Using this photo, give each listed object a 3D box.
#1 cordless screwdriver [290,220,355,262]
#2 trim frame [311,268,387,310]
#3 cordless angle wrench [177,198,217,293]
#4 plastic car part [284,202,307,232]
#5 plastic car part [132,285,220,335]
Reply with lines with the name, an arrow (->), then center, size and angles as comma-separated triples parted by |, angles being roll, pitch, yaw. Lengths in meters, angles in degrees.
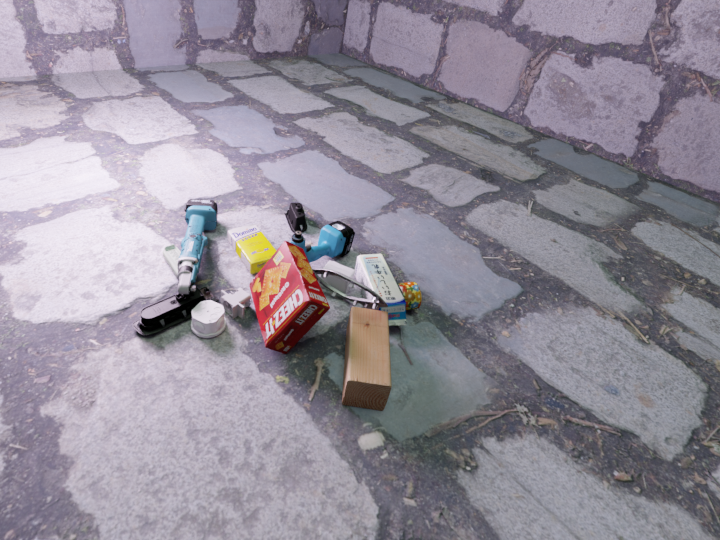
cordless screwdriver -> -0.117, -0.076, 1.194 | 0.078, 0.156, 0.242 | 32, 41, 23
trim frame -> -0.036, 0.047, 1.025 | 0.177, 0.258, 0.027 | 35, 73, -23
cordless angle wrench -> -0.455, -0.072, 1.154 | 0.096, 0.073, 0.441 | 0, 33, -14
plastic car part -> -0.205, -0.182, 1.379 | 0.064, 0.069, 0.122 | -5, 38, -18
plastic car part -> -0.437, 0.089, 1.006 | 0.198, 0.066, 0.069 | -30, 60, -36
